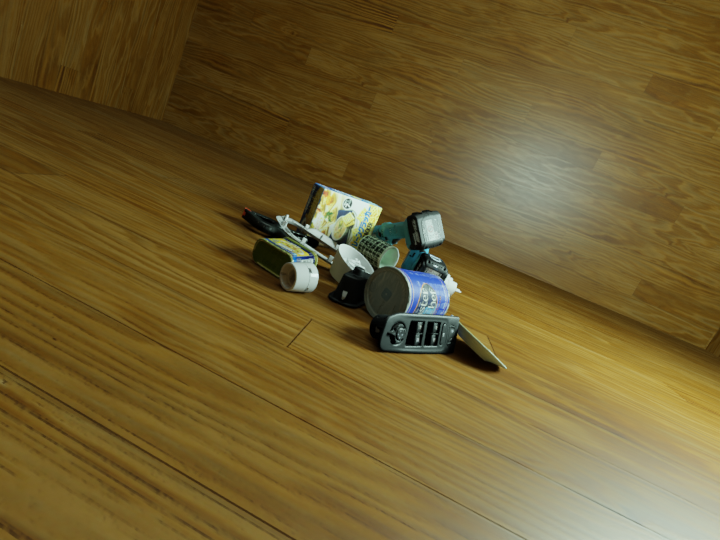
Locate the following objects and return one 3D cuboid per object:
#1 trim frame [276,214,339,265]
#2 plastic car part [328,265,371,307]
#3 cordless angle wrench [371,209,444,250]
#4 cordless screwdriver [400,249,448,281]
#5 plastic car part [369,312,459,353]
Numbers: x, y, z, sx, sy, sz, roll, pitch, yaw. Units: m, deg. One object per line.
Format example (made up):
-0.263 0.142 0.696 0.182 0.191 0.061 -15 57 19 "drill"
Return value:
-0.102 -0.067 1.046 0.247 0.027 0.185 32 12 -4 "trim frame"
-0.011 0.026 0.820 0.068 0.071 0.113 25 10 16 "plastic car part"
0.081 -0.109 1.244 0.072 0.097 0.438 -14 7 -25 "cordless angle wrench"
0.180 -0.032 1.174 0.073 0.158 0.252 25 14 -8 "cordless screwdriver"
0.088 0.098 0.707 0.192 0.066 0.071 9 9 -46 "plastic car part"
